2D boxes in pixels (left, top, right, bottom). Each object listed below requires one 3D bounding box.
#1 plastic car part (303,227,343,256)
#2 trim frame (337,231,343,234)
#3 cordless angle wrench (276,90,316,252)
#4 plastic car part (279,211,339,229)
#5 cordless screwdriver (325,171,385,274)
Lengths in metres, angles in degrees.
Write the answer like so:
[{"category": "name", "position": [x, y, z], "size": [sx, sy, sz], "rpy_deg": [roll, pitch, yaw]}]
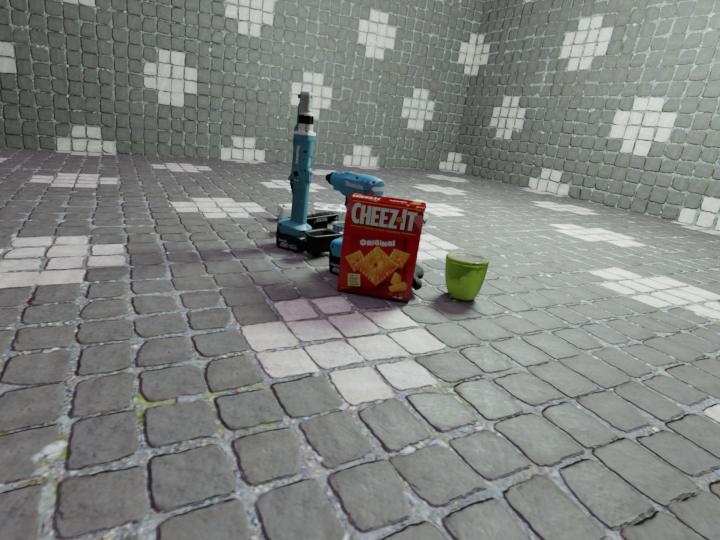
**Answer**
[{"category": "plastic car part", "position": [-0.112, -0.073, 1.149], "size": [0.070, 0.070, 0.112], "rpy_deg": [20, 23, 35]}, {"category": "trim frame", "position": [0.002, -0.080, 1.263], "size": [0.251, 0.027, 0.185], "rpy_deg": [8, 20, 5]}, {"category": "cordless angle wrench", "position": [-0.162, -0.262, 1.145], "size": [0.102, 0.417, 0.072], "rpy_deg": [16, 19, 25]}, {"category": "plastic car part", "position": [-0.169, -0.153, 1.361], "size": [0.195, 0.066, 0.070], "rpy_deg": [-8, 24, -36]}, {"category": "cordless screwdriver", "position": [-0.032, -0.115, 1.026], "size": [0.168, 0.245, 0.071], "rpy_deg": [21, 22, 37]}]
